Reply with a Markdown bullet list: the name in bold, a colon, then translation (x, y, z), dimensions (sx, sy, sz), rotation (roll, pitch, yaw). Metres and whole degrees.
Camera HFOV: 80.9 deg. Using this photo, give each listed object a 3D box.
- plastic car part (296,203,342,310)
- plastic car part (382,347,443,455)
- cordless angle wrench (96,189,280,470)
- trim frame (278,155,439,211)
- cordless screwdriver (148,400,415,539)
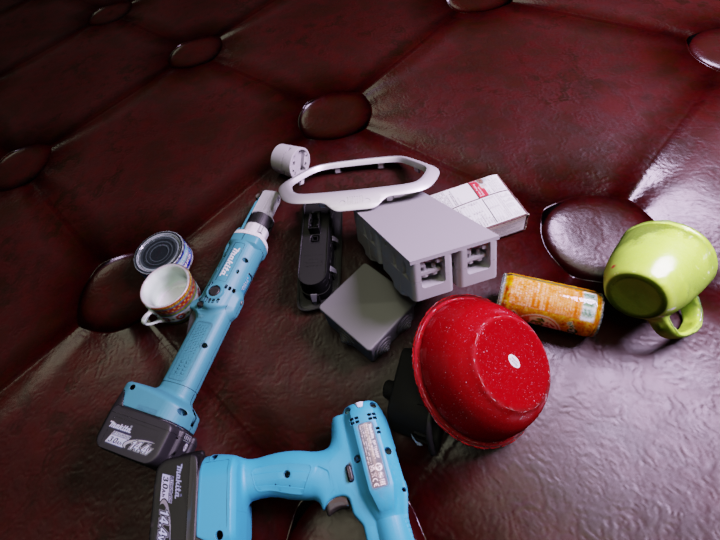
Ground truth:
- **plastic car part**: translation (-0.061, -0.040, 0.620), dimensions (0.067, 0.065, 0.208), rotation (-1, 58, 1)
- **plastic car part**: translation (0.063, 0.134, 0.476), dimensions (0.074, 0.062, 0.117), rotation (6, 59, 32)
- **cordless angle wrench**: translation (-0.196, 0.043, 0.588), dimensions (0.101, 0.071, 0.428), rotation (7, 56, 15)
- **trim frame**: translation (-0.006, -0.138, 0.655), dimensions (0.252, 0.027, 0.188), rotation (-4, 31, 7)
- **cordless screwdriver**: translation (-0.076, 0.240, 0.423), dimensions (0.248, 0.071, 0.166), rotation (-14, 54, -2)
